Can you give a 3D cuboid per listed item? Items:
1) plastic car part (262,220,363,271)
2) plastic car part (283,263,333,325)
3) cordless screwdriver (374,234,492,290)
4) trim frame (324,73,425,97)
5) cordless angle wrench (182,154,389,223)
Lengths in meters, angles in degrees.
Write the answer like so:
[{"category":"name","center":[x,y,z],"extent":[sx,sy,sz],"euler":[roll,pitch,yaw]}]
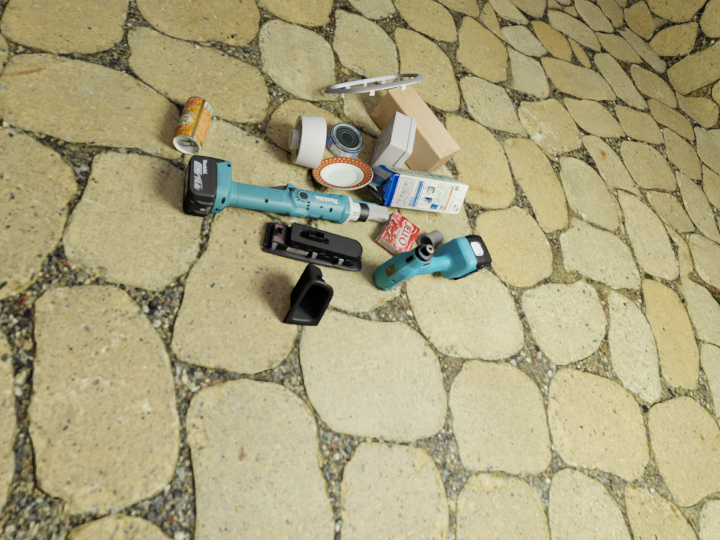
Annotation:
[{"category":"plastic car part","center":[-0.079,-0.052,0.812],"extent":[0.196,0.067,0.068],"euler":[17,52,-21]},{"category":"plastic car part","center":[-0.090,0.035,0.736],"extent":[0.063,0.116,0.074],"euler":[9,40,-25]},{"category":"cordless screwdriver","center":[0.163,-0.023,0.849],"extent":[0.239,0.161,0.076],"euler":[-10,73,-32]},{"category":"trim frame","center":[0.034,-0.441,1.006],"extent":[0.245,0.026,0.193],"euler":[-17,32,-11]},{"category":"cordless angle wrench","center":[-0.123,-0.135,0.828],"extent":[0.406,0.075,0.101],"euler":[5,63,-26]}]
